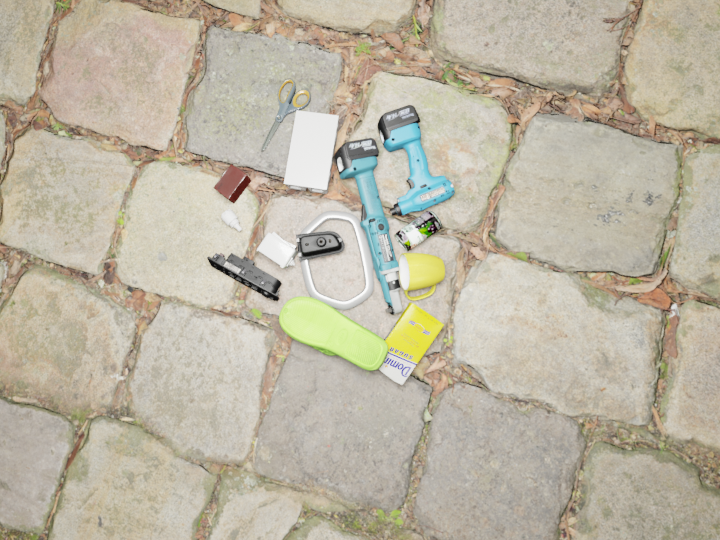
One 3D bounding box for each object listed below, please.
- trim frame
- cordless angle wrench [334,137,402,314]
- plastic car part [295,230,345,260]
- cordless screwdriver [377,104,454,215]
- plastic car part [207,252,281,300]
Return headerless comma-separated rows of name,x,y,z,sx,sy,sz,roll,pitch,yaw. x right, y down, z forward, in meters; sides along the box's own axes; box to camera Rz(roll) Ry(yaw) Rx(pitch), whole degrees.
trim frame,-0.057,-0.027,1.047,0.185,0.027,0.251,-13,82,4
cordless angle wrench,0.037,-0.103,1.021,0.096,0.076,0.424,-14,88,-18
plastic car part,-0.099,-0.065,1.009,0.118,0.070,0.066,-9,88,5
cordless screwdriver,0.108,-0.263,1.033,0.159,0.074,0.250,-23,88,2
plastic car part,-0.278,0.010,1.047,0.206,0.065,0.067,32,62,7
